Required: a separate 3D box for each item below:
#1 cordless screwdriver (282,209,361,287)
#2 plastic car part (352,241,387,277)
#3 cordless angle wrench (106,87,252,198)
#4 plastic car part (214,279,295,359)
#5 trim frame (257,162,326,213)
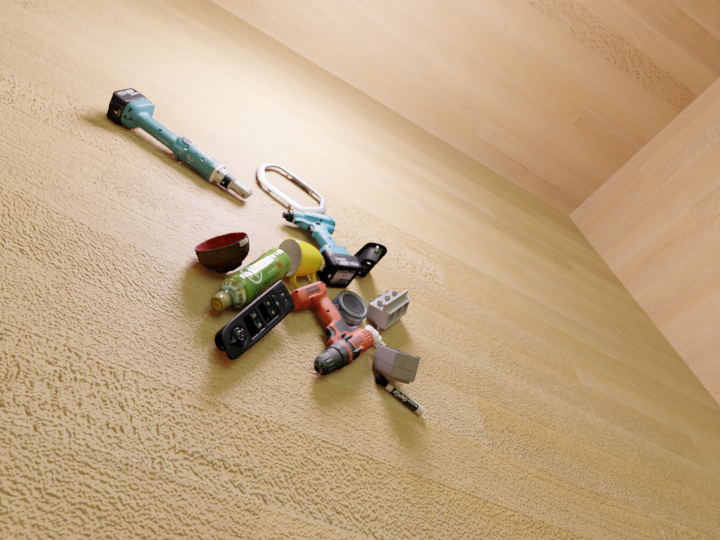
[{"bbox_3d":[-0.108,-0.071,1.106,0.151,0.074,0.261,10,36,-34],"label":"cordless screwdriver"},{"bbox_3d":[0.017,-0.022,1.129,0.065,0.117,0.071,33,56,-8],"label":"plastic car part"},{"bbox_3d":[-0.464,-0.320,1.114,0.421,0.074,0.098,36,32,-2],"label":"cordless angle wrench"},{"bbox_3d":[-0.205,0.092,0.799,0.201,0.069,0.065,-50,124,-58],"label":"plastic car part"},{"bbox_3d":[-0.210,-0.250,1.293,0.250,0.027,0.183,34,33,2],"label":"trim frame"}]
